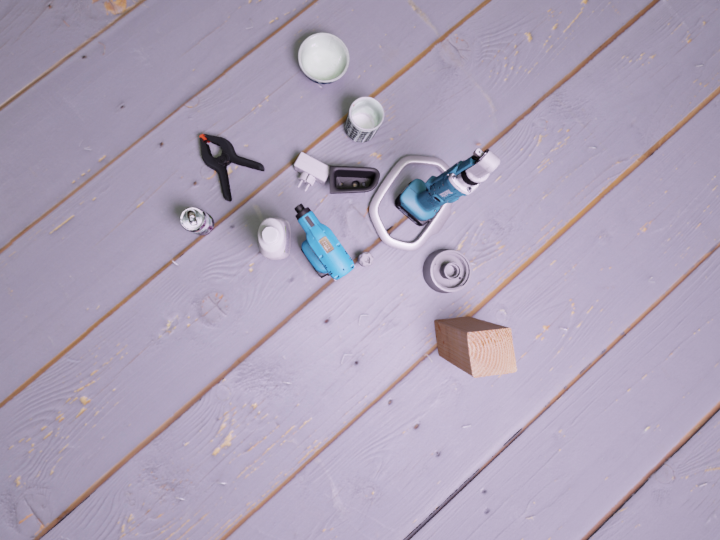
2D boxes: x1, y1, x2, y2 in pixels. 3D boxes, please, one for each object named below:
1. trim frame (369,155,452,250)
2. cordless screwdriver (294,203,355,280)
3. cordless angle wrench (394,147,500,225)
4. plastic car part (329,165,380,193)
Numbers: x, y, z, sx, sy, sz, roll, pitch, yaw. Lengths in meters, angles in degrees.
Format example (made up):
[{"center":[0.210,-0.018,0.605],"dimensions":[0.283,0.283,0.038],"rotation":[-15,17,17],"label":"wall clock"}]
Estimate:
[{"center":[0.131,-0.165,1.026],"dimensions":[0.184,0.027,0.248],"rotation":[33,85,0],"label":"trim frame"},{"center":[-0.088,-0.057,0.898],"dimensions":[0.074,0.250,0.159],"rotation":[-35,93,-7],"label":"cordless screwdriver"},{"center":[0.164,-0.161,0.829],"dimensions":[0.097,0.426,0.074],"rotation":[41,85,-6],"label":"cordless angle wrench"},{"center":[-0.017,-0.209,1.000],"dimensions":[0.116,0.071,0.066],"rotation":[0,88,-4],"label":"plastic car part"}]
